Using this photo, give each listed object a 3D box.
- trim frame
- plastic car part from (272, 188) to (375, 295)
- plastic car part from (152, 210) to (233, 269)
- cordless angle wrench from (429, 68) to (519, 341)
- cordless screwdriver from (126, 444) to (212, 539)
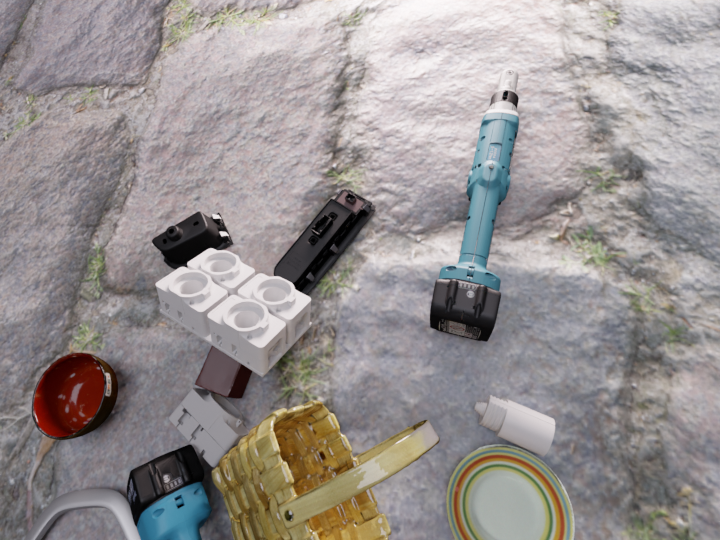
[{"bbox_3d":[-0.335,0.399,0.521,0.183,0.026,0.258,-39,68,-6],"label":"trim frame"},{"bbox_3d":[-0.061,-0.040,0.620,0.068,0.065,0.203,35,82,12],"label":"plastic car part"},{"bbox_3d":[-0.271,-0.051,0.661,0.116,0.068,0.068,-28,67,-4],"label":"plastic car part"},{"bbox_3d":[0.177,-0.120,0.587,0.077,0.094,0.427,11,68,16],"label":"cordless angle wrench"},{"bbox_3d":[-0.188,0.343,0.471,0.071,0.158,0.261,-11,48,-40],"label":"cordless screwdriver"}]
